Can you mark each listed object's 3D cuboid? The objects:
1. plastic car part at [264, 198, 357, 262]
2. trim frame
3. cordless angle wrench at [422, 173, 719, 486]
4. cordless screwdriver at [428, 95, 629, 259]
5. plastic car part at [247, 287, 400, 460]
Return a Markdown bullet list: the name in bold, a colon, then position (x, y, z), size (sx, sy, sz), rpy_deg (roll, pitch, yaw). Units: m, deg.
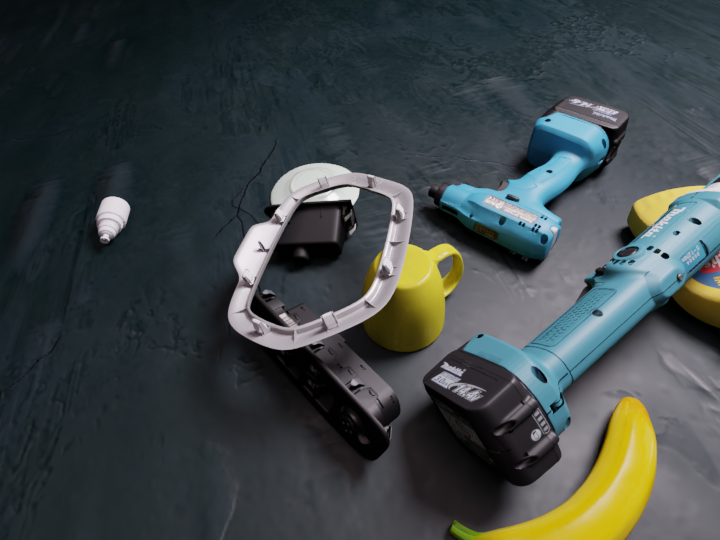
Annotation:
- **plastic car part**: position (-0.065, -0.045, 0.534), size (0.119, 0.063, 0.073), rpy_deg (-3, 64, 10)
- **trim frame**: position (-0.042, -0.028, 0.434), size (0.191, 0.026, 0.252), rpy_deg (-3, 48, 24)
- **cordless angle wrench**: position (0.247, 0.006, 0.377), size (0.419, 0.073, 0.101), rpy_deg (-36, 12, -13)
- **cordless screwdriver**: position (0.218, -0.133, 0.550), size (0.168, 0.071, 0.246), rpy_deg (32, 65, 30)
- **plastic car part**: position (-0.038, 0.092, 0.414), size (0.064, 0.065, 0.214), rpy_deg (-14, 42, -39)
